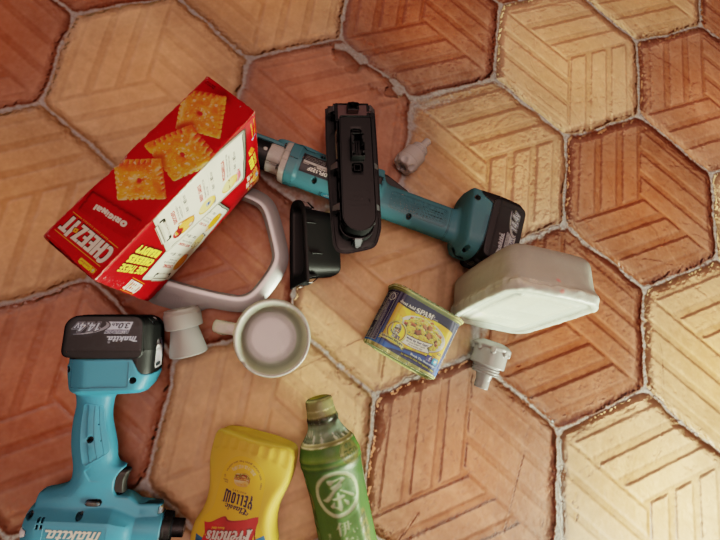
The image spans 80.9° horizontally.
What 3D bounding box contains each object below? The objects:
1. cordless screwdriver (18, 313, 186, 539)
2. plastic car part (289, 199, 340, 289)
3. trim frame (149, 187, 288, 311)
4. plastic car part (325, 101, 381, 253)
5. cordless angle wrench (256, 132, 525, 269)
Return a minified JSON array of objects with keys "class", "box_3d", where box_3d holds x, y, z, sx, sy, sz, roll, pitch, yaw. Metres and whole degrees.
[{"class":"cordless screwdriver","box_3d":[-0.262,0.174,0.469,0.157,0.075,0.251,6,81,-8]},{"class":"plastic car part","box_3d":[-0.054,-0.035,0.555,0.068,0.067,0.118,7,73,-24]},{"class":"trim frame","box_3d":[-0.215,-0.040,0.547,0.246,0.027,0.186,16,75,-6]},{"class":"plastic car part","box_3d":[-0.004,-0.122,0.515,0.065,0.067,0.205,1,79,-13]},{"class":"cordless angle wrench","box_3d":[0.001,-0.110,0.571,0.423,0.074,0.098,20,76,0]}]
